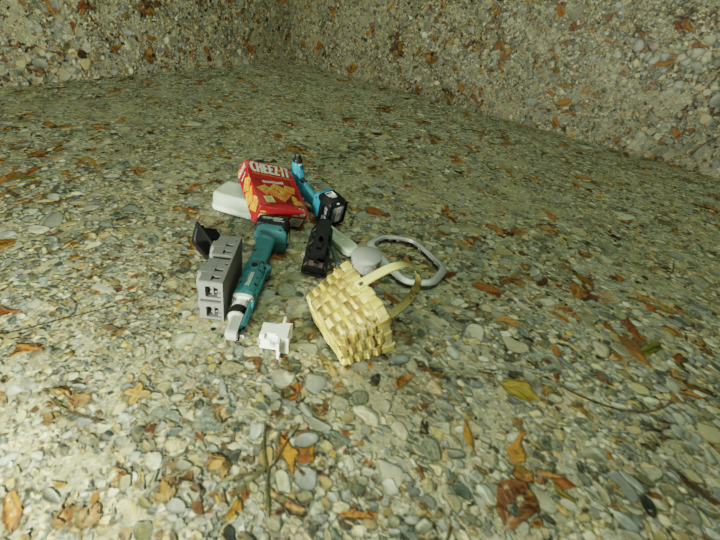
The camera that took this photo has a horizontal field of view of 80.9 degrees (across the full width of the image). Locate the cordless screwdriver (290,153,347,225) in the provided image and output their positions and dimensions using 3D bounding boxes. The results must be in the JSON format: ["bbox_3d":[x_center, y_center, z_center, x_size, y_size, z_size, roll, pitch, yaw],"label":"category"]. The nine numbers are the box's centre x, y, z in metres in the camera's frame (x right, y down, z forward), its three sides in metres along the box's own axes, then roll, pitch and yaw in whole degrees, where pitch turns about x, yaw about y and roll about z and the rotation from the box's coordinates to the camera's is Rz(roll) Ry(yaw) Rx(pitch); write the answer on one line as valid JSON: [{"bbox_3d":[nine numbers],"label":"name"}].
[{"bbox_3d":[-0.147,-0.253,1.327,0.072,0.156,0.263,-19,45,-36],"label":"cordless screwdriver"}]

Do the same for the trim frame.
[{"bbox_3d":[0.124,-0.032,1.170,0.178,0.027,0.262,-12,40,-26],"label":"trim frame"}]

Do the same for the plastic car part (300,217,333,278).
[{"bbox_3d":[-0.111,-0.072,1.133,0.066,0.065,0.208,7,40,-1],"label":"plastic car part"}]

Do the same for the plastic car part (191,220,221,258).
[{"bbox_3d":[-0.392,-0.075,1.124,0.068,0.065,0.123,-7,38,-46],"label":"plastic car part"}]

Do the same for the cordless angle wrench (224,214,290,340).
[{"bbox_3d":[-0.253,0.006,1.019,0.098,0.072,0.433,7,37,-1],"label":"cordless angle wrench"}]
